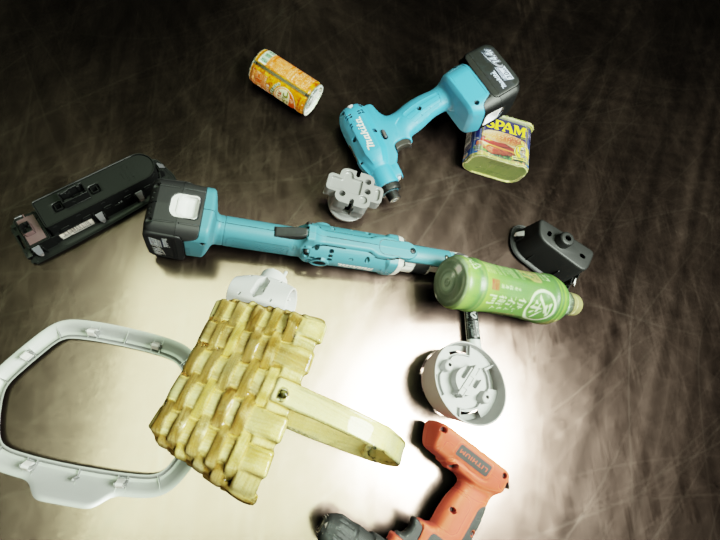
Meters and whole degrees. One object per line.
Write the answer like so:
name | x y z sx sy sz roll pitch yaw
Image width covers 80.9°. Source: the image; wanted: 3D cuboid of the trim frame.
trim frame | -0.289 0.154 0.468 0.245 0.027 0.187 14 69 -7

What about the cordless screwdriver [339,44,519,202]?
cordless screwdriver | 0.108 -0.213 0.626 0.249 0.072 0.163 -24 76 2

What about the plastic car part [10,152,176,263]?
plastic car part | -0.338 -0.094 0.537 0.199 0.066 0.068 -34 75 -23

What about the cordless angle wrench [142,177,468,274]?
cordless angle wrench | -0.054 -0.036 0.556 0.414 0.098 0.076 8 70 -12

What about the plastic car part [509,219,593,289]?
plastic car part | 0.286 -0.030 0.620 0.117 0.071 0.066 38 66 0
